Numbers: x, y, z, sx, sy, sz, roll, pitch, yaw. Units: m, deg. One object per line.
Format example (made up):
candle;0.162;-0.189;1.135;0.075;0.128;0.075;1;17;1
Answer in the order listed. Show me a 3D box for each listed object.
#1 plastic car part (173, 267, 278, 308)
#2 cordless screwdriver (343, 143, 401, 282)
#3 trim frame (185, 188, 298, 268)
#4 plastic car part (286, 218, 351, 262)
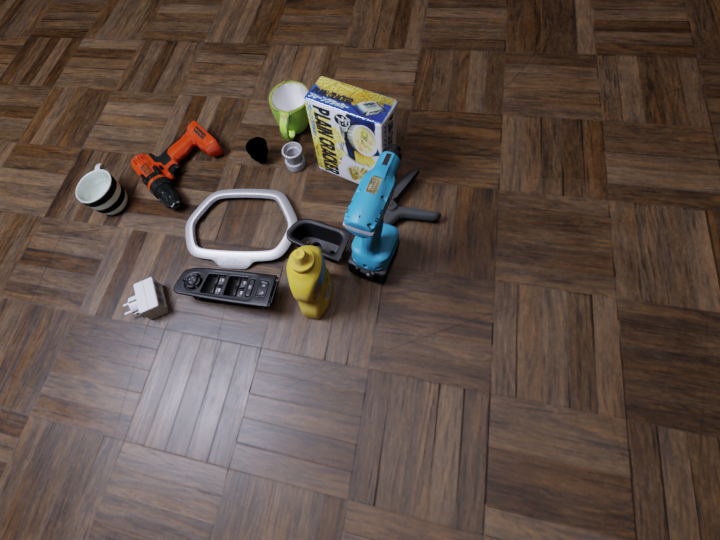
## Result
plastic car part;-0.253;0.035;0.805;0.207;0.065;0.067;7;67;11
cordless screwdriver;0.030;-0.087;0.724;0.076;0.241;0.160;19;69;12
trim frame;-0.251;-0.092;0.887;0.252;0.026;0.188;2;65;9
plastic car part;-0.080;-0.052;0.819;0.120;0.068;0.066;20;69;15
